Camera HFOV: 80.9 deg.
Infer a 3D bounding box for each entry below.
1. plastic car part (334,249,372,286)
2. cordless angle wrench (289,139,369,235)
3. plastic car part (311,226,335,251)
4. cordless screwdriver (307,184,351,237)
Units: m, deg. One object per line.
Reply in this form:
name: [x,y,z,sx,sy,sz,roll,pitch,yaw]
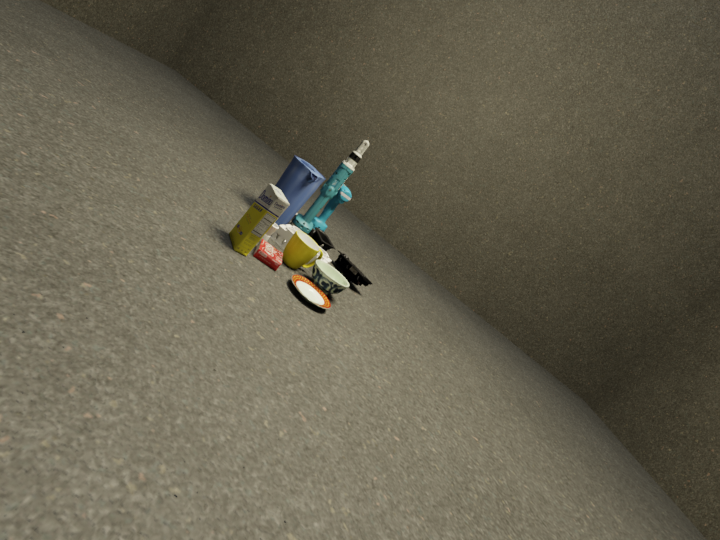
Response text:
plastic car part: [-0.036,-0.001,1.519,0.063,0.067,0.214,29,15,-40]
cordless angle wrench: [-0.109,-0.282,1.481,0.073,0.424,0.099,38,13,-11]
plastic car part: [-0.150,-0.098,1.533,0.062,0.071,0.122,31,14,-35]
cordless screwdriver: [-0.138,-0.234,1.642,0.071,0.249,0.166,33,14,-28]
